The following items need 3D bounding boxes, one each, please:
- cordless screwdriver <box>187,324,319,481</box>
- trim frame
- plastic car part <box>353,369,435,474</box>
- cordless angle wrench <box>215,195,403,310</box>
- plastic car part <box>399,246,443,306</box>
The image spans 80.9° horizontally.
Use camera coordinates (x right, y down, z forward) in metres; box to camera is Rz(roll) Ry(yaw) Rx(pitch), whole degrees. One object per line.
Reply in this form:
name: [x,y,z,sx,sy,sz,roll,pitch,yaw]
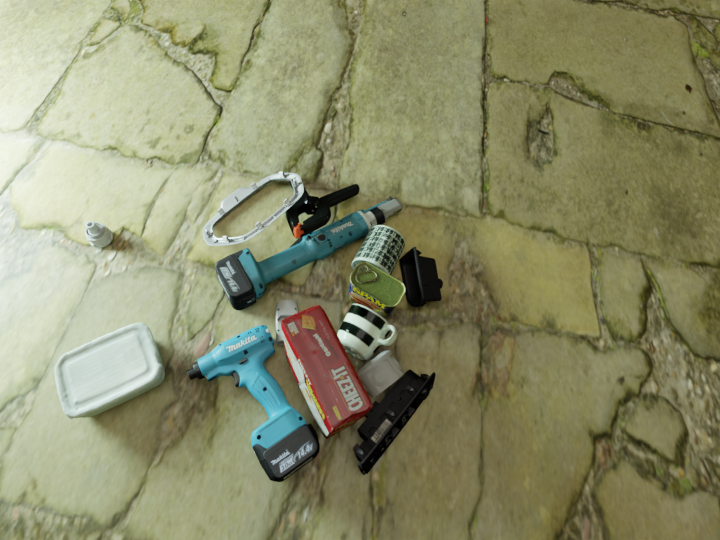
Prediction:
cordless screwdriver: [-0.182,0.228,0.716,0.157,0.072,0.259,-26,63,-16]
trim frame: [-0.227,-0.135,0.891,0.246,0.026,0.195,-45,43,-19]
plastic car part: [0.054,0.247,0.728,0.201,0.063,0.071,-41,48,-20]
cordless angle wrench: [-0.085,-0.056,0.872,0.415,0.073,0.102,-27,68,-18]
plastic car part: [0.129,0.019,0.852,0.069,0.066,0.120,0,65,-21]
